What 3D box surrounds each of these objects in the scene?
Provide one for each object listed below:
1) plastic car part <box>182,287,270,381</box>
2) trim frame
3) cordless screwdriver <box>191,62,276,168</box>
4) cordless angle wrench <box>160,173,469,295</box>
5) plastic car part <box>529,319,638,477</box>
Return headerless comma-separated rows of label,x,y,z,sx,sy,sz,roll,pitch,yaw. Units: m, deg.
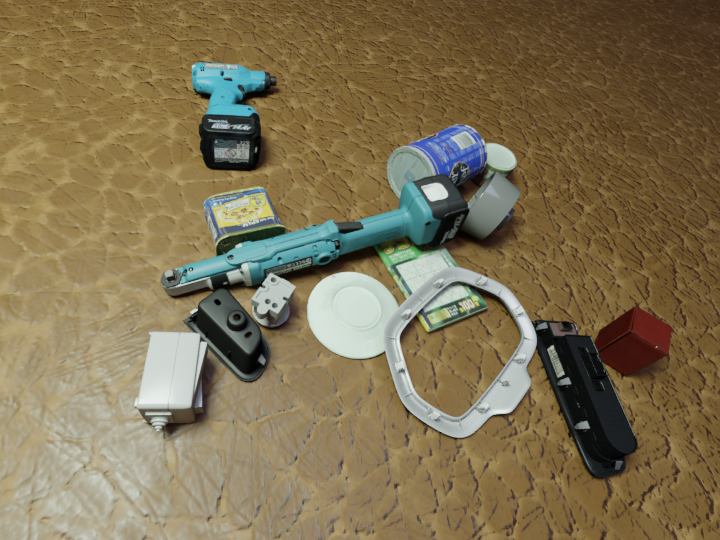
plastic car part,-0.152,0.066,0.501,0.121,0.069,0.065,40,56,19
trim frame,0.138,0.095,0.557,0.244,0.027,0.188,-36,77,-32
cordless screwdriver,-0.213,-0.287,0.749,0.155,0.073,0.259,-5,52,-17
cordless angle wrench,-0.057,-0.037,0.586,0.416,0.095,0.077,-17,61,-14
plastic car part,0.292,0.150,0.544,0.064,0.067,0.209,8,55,-18
